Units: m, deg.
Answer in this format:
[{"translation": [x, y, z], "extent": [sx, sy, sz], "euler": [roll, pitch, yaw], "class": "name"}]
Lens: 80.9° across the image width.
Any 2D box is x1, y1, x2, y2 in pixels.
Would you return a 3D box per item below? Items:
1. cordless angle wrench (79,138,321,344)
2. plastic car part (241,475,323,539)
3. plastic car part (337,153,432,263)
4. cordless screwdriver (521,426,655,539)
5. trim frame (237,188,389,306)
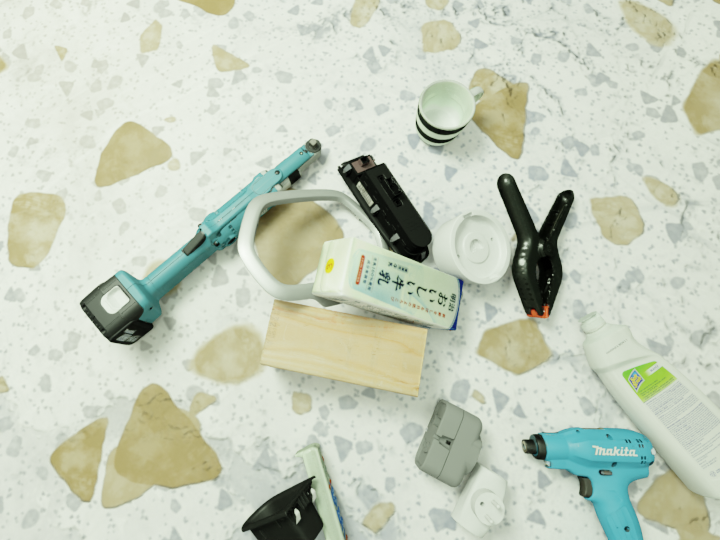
[{"translation": [-0.215, -0.063, 0.646], "extent": [0.076, 0.097, 0.420], "euler": [44, 77, 7], "class": "cordless angle wrench"}, {"translation": [-0.091, 0.326, 0.538], "extent": [0.072, 0.064, 0.118], "euler": [51, 121, 9], "class": "plastic car part"}, {"translation": [0.049, -0.101, 0.654], "extent": [0.064, 0.068, 0.206], "euler": [-24, 80, -33], "class": "plastic car part"}, {"translation": [0.301, 0.334, 0.537], "extent": [0.160, 0.073, 0.253], "euler": [0, 73, 1], "class": "cordless screwdriver"}, {"translation": [-0.059, -0.039, 0.608], "extent": [0.238, 0.028, 0.190], "euler": [-11, 66, -36], "class": "trim frame"}]
